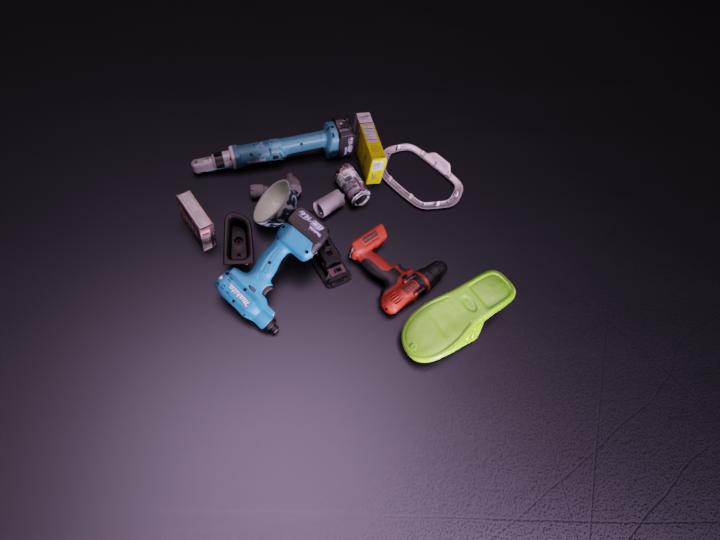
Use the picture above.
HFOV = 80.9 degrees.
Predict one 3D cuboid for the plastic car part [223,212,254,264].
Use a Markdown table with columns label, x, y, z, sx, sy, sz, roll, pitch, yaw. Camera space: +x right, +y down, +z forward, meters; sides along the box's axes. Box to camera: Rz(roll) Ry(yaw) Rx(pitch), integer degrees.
| label | x | y | z | sx | sy | sz | roll | pitch | yaw |
| --- | --- | --- | --- | --- | --- | --- | --- | --- | --- |
| plastic car part | -0.272 | -0.064 | 0.942 | 0.065 | 0.071 | 0.119 | -2 | 75 | -13 |

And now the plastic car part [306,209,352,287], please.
| label | x | y | z | sx | sy | sz | roll | pitch | yaw |
| --- | --- | --- | --- | --- | --- | --- | --- | --- | --- |
| plastic car part | -0.095 | -0.062 | 0.968 | 0.065 | 0.065 | 0.212 | -26 | 62 | -14 |

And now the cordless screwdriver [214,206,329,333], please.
| label | x | y | z | sx | sy | sz | roll | pitch | yaw |
| --- | --- | --- | --- | --- | --- | --- | --- | --- | --- |
| cordless screwdriver | -0.162 | -0.003 | 0.879 | 0.159 | 0.075 | 0.248 | 44 | 80 | -2 |

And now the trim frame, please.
| label | x | y | z | sx | sy | sz | roll | pitch | yaw |
| --- | --- | --- | --- | --- | --- | --- | --- | --- | --- |
| trim frame | 0.159 | -0.258 | 1.134 | 0.181 | 0.027 | 0.259 | -35 | 66 | -25 |

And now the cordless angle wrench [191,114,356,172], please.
| label | x | y | z | sx | sy | sz | roll | pitch | yaw |
| --- | --- | --- | --- | --- | --- | --- | --- | --- | --- |
| cordless angle wrench | -0.224 | -0.312 | 1.095 | 0.417 | 0.096 | 0.077 | -14 | 66 | -11 |
